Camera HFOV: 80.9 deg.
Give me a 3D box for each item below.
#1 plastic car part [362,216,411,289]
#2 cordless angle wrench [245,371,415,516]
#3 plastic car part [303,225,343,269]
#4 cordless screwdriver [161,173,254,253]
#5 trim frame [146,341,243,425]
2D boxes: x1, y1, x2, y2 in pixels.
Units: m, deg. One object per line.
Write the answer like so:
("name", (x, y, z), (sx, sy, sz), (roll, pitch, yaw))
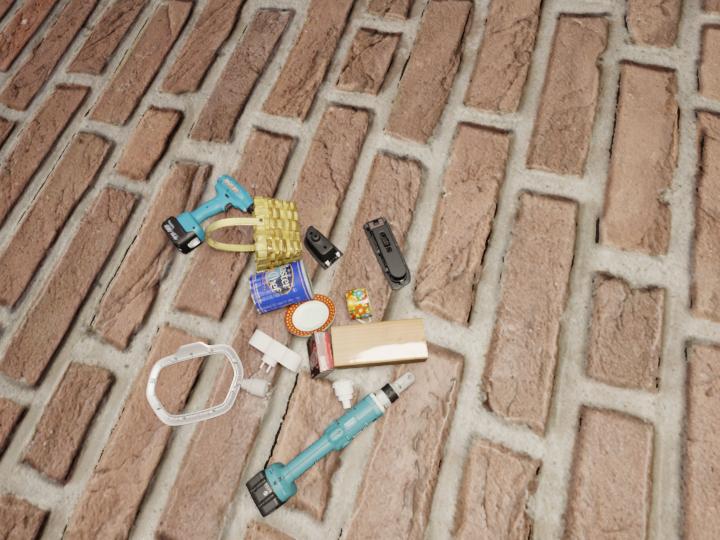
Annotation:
("plastic car part", (0.073, -0.052, 1.076), (0.066, 0.066, 0.209), (-18, 70, -9))
("cordless angle wrench", (-0.047, 0.356, 0.916), (0.420, 0.095, 0.077), (-36, 67, -10))
("plastic car part", (-0.108, -0.071, 1.103), (0.065, 0.069, 0.120), (-40, 72, -11))
("cordless screwdriver", (-0.413, -0.146, 1.178), (0.165, 0.072, 0.247), (41, 75, 19))
("trim frame", (-0.407, 0.272, 1.034), (0.250, 0.026, 0.190), (-15, 66, 4))
